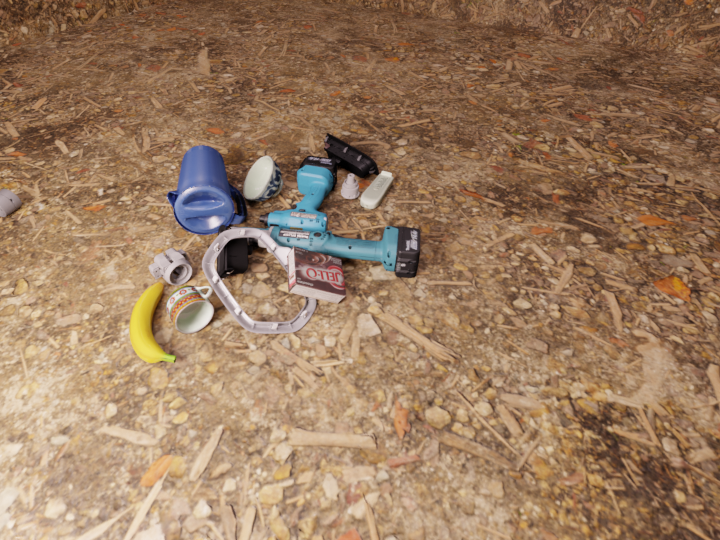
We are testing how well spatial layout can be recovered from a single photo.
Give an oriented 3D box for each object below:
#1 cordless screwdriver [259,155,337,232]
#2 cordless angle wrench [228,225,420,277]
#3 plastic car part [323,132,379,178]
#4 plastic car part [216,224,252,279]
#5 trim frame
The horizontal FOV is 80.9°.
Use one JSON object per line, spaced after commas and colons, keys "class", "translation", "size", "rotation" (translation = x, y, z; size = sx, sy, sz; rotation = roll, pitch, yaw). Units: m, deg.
{"class": "cordless screwdriver", "translation": [-0.144, -0.185, 1.044], "size": [0.161, 0.072, 0.254], "rotation": [6, 48, 5]}
{"class": "cordless angle wrench", "translation": [-0.089, -0.059, 0.915], "size": [0.430, 0.072, 0.100], "rotation": [6, 44, 9]}
{"class": "plastic car part", "translation": [-0.036, -0.316, 1.186], "size": [0.213, 0.064, 0.066], "rotation": [34, 61, 30]}
{"class": "plastic car part", "translation": [-0.261, -0.039, 0.882], "size": [0.068, 0.067, 0.119], "rotation": [11, 62, -29]}
{"class": "trim frame", "translation": [-0.191, 0.013, 0.812], "size": [0.179, 0.027, 0.257], "rotation": [-27, 68, -38]}
